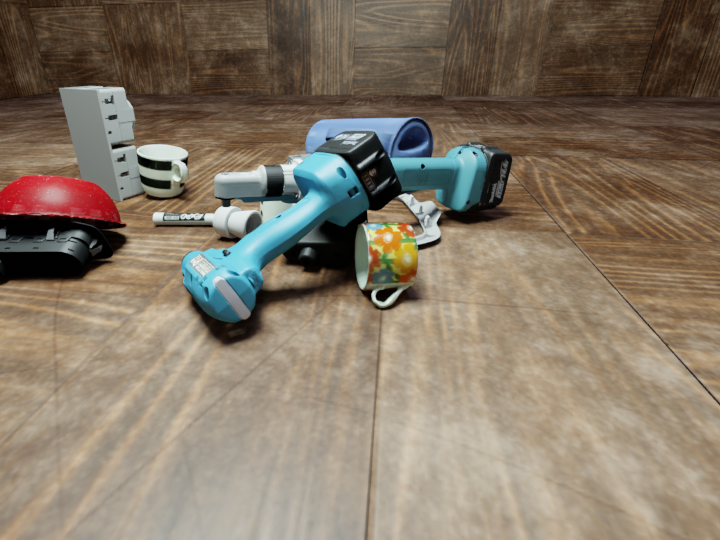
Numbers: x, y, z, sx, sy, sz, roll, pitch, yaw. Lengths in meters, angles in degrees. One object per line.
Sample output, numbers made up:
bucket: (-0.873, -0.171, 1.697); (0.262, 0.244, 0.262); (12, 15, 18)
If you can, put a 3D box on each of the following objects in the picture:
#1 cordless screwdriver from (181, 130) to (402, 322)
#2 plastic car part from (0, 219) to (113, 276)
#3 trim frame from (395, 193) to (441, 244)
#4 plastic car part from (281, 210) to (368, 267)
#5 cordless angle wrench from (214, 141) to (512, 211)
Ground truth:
cordless screwdriver: (-0.086, -0.056, 0.465); (0.246, 0.071, 0.168); (-42, 32, -17)
plastic car part: (-0.405, -0.024, 0.499); (0.201, 0.064, 0.069); (-3, 36, -5)
trim frame: (0.026, -0.090, 0.654); (0.183, 0.027, 0.256); (-2, 26, -5)
plastic car part: (-0.051, -0.033, 0.520); (0.119, 0.063, 0.072); (1, 40, 11)
cordless angle wrench: (0.015, -0.125, 0.577); (0.410, 0.096, 0.078); (-7, 27, -23)
